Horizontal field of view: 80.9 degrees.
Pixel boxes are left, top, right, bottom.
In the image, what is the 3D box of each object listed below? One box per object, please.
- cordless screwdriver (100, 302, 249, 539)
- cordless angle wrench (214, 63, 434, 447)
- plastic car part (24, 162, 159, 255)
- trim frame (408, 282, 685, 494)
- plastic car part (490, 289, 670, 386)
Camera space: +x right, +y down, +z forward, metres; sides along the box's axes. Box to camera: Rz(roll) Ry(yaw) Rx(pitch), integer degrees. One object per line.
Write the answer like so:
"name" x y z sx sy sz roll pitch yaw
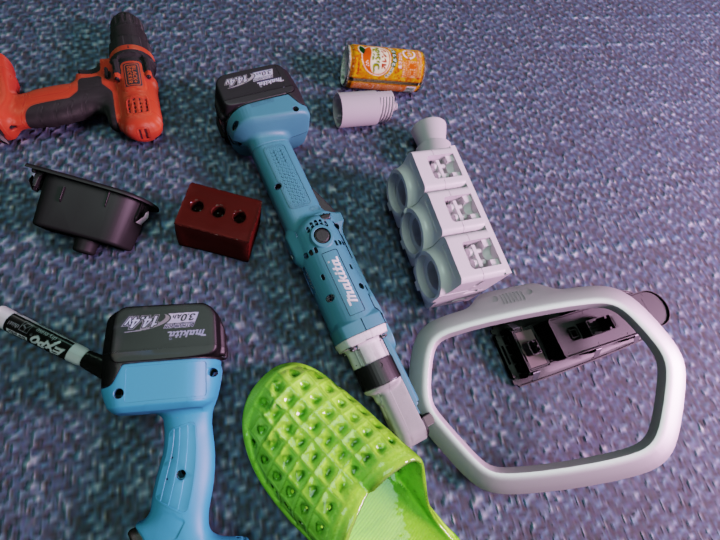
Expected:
"cordless screwdriver" -0.172 0.157 0.337 0.156 0.074 0.255 -8 71 -13
"cordless angle wrench" -0.044 -0.028 0.445 0.096 0.074 0.434 -20 73 -18
"plastic car part" -0.275 -0.053 0.428 0.115 0.066 0.071 18 80 -6
"trim frame" 0.170 0.103 0.402 0.251 0.026 0.188 -15 72 8
"plastic car part" 0.248 0.060 0.456 0.198 0.066 0.069 -12 64 -18
